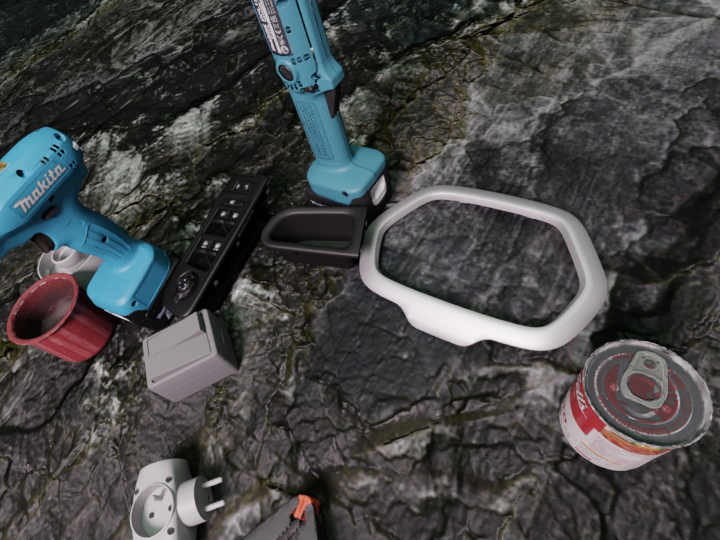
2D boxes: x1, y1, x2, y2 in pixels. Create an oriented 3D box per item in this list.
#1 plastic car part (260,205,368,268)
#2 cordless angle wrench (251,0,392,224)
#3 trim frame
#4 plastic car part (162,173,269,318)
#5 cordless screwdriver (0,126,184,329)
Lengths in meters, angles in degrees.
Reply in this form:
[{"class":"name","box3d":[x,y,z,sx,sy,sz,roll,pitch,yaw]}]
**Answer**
[{"class":"plastic car part","box3d":[-0.048,-0.031,0.490,0.120,0.067,0.067,3,58,19]},{"class":"cordless angle wrench","box3d":[-0.052,-0.199,0.394,0.103,0.403,0.074,25,67,27]},{"class":"trim frame","box3d":[0.116,-0.012,0.450,0.260,0.026,0.184,19,65,28]},{"class":"plastic car part","box3d":[-0.175,-0.028,0.532,0.069,0.064,0.204,13,62,23]},{"class":"cordless screwdriver","box3d":[-0.293,-0.007,0.449,0.077,0.237,0.160,12,62,22]}]
